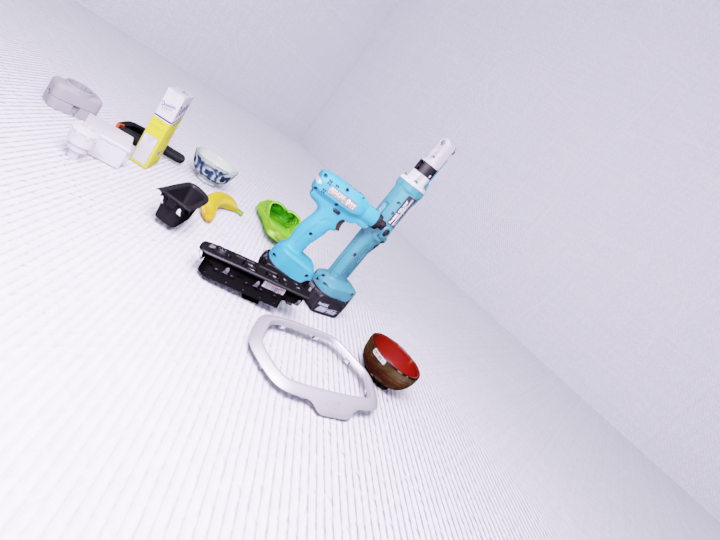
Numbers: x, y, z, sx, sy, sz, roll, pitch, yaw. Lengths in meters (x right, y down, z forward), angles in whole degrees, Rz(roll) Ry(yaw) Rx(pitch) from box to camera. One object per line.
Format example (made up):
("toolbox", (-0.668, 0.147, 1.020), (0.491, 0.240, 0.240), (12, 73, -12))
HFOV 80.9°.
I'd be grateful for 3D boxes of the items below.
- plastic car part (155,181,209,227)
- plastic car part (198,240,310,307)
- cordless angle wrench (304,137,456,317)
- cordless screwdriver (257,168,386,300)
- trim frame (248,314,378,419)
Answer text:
("plastic car part", (-0.322, -0.112, 0.756), (0.065, 0.071, 0.117), (37, 14, -8))
("plastic car part", (-0.186, 0.013, 0.708), (0.194, 0.067, 0.069), (32, 15, -25))
("cordless angle wrench", (0.037, -0.087, 0.843), (0.092, 0.424, 0.078), (26, 20, -45))
("cordless screwdriver", (-0.079, -0.051, 0.804), (0.154, 0.249, 0.076), (35, 15, -18))
("trim frame", (-0.070, 0.146, 0.656), (0.235, 0.027, 0.194), (27, 17, -38))
